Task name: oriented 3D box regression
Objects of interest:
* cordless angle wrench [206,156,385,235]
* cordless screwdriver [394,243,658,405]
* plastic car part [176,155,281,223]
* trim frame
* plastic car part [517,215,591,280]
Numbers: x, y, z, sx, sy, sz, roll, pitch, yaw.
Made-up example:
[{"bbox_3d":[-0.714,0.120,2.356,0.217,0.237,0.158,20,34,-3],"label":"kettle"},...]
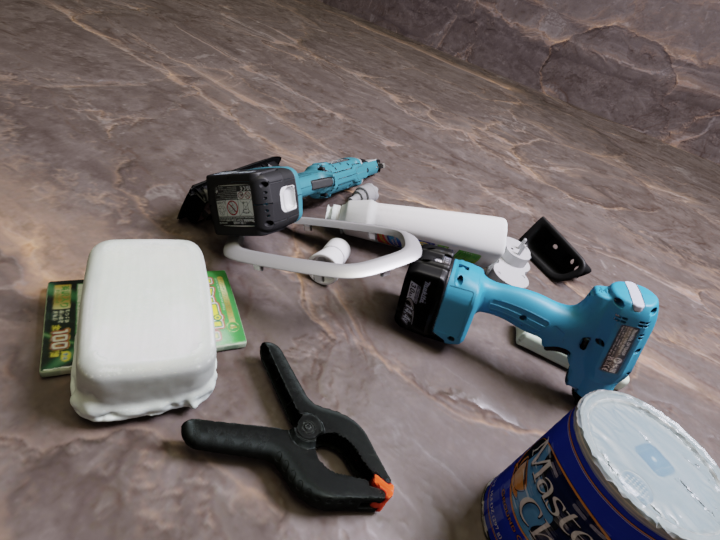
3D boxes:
[{"bbox_3d":[-0.060,-0.140,0.656,0.102,0.073,0.414,2,20,25],"label":"cordless angle wrench"},{"bbox_3d":[0.168,0.066,0.484,0.257,0.155,0.074,14,31,18],"label":"cordless screwdriver"},{"bbox_3d":[-0.165,-0.116,0.613,0.068,0.066,0.201,36,39,4],"label":"plastic car part"},{"bbox_3d":[-0.051,-0.033,0.517,0.258,0.027,0.182,7,26,22],"label":"trim frame"},{"bbox_3d":[0.338,-0.026,0.716,0.067,0.066,0.122,9,39,-38],"label":"plastic car part"}]
